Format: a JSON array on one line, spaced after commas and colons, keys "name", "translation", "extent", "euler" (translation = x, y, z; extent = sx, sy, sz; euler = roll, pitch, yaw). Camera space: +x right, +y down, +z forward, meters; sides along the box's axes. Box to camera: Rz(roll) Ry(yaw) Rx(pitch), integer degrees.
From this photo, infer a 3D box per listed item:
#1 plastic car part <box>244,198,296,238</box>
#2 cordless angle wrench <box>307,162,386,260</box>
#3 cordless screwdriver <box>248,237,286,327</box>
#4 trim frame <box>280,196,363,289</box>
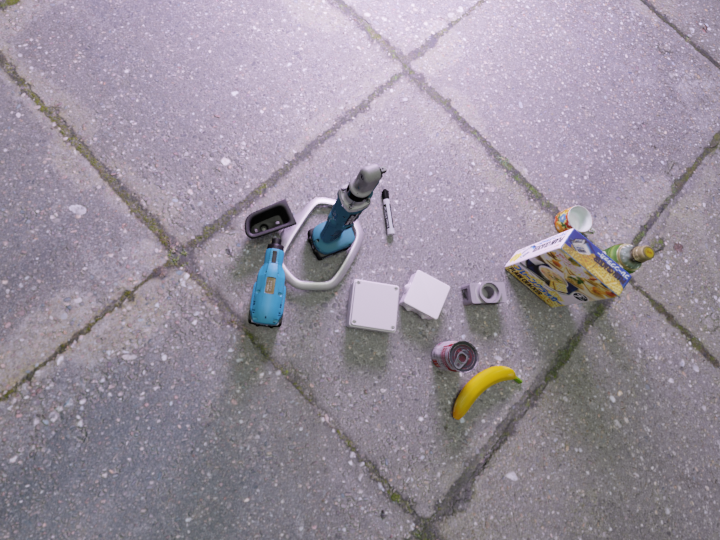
[{"name": "plastic car part", "translation": [-0.218, -0.109, 0.989], "extent": [0.115, 0.071, 0.067], "euler": [-24, 83, -14]}, {"name": "cordless angle wrench", "translation": [-0.032, -0.108, 0.832], "extent": [0.096, 0.424, 0.075], "euler": [-21, 84, -16]}, {"name": "cordless screwdriver", "translation": [-0.185, 0.037, 0.864], "extent": [0.073, 0.249, 0.161], "euler": [8, 77, -11]}, {"name": "trim frame", "translation": [-0.099, -0.065, 1.017], "extent": [0.184, 0.027, 0.249], "euler": [29, 74, 0]}]
